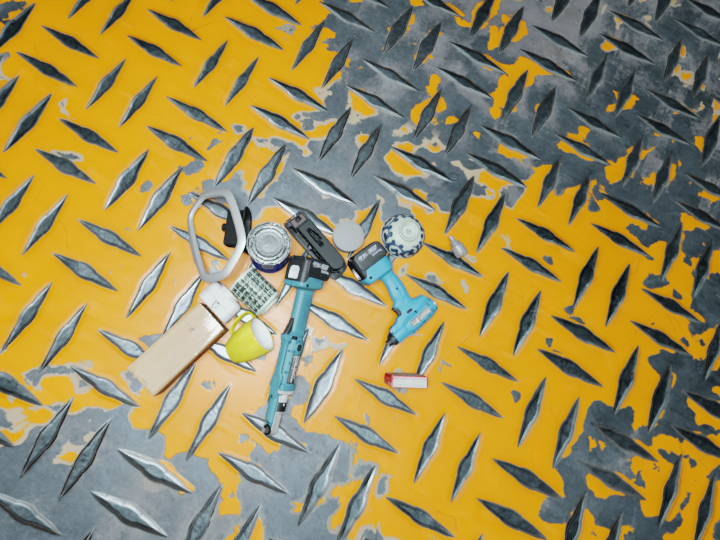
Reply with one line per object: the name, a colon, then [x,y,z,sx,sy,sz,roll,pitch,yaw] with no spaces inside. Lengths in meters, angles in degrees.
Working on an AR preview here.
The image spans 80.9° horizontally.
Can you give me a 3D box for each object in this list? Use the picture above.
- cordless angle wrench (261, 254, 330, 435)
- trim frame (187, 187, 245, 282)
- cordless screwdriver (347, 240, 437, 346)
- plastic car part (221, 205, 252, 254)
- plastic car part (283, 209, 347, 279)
cordless angle wrench: [-0.166,0.178,1.014,0.078,0.092,0.425,6,80,38]
trim frame: [-0.355,-0.090,1.026,0.187,0.026,0.257,-33,65,20]
cordless screwdriver: [0.061,0.058,1.069,0.158,0.075,0.249,-41,89,-12]
plastic car part: [-0.318,-0.102,1.074,0.072,0.064,0.118,-2,76,6]
plastic car part: [-0.106,-0.069,1.085,0.065,0.068,0.204,-39,88,-24]
